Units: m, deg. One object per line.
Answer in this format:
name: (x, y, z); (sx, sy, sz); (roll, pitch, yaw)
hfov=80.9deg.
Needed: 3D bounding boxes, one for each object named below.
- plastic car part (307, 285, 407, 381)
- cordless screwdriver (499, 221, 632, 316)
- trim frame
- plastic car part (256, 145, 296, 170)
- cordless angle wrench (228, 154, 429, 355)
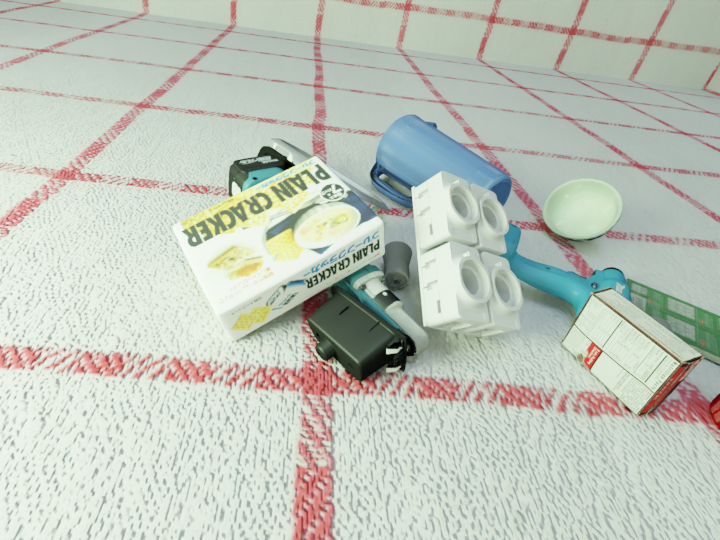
plastic car part: (-0.014, 0.076, 0.470); (0.123, 0.063, 0.070); (33, 55, 33)
cordless screwdriver: (0.265, -0.009, 0.628); (0.258, 0.073, 0.156); (29, 40, 20)
trim frame: (-0.055, -0.166, 0.739); (0.256, 0.027, 0.179); (36, 12, 14)
plastic car part: (-0.125, -0.172, 0.774); (0.064, 0.065, 0.214); (-13, 40, -44)
cordless angle wrench: (-0.059, -0.039, 0.604); (0.095, 0.073, 0.447); (-19, 47, -33)
